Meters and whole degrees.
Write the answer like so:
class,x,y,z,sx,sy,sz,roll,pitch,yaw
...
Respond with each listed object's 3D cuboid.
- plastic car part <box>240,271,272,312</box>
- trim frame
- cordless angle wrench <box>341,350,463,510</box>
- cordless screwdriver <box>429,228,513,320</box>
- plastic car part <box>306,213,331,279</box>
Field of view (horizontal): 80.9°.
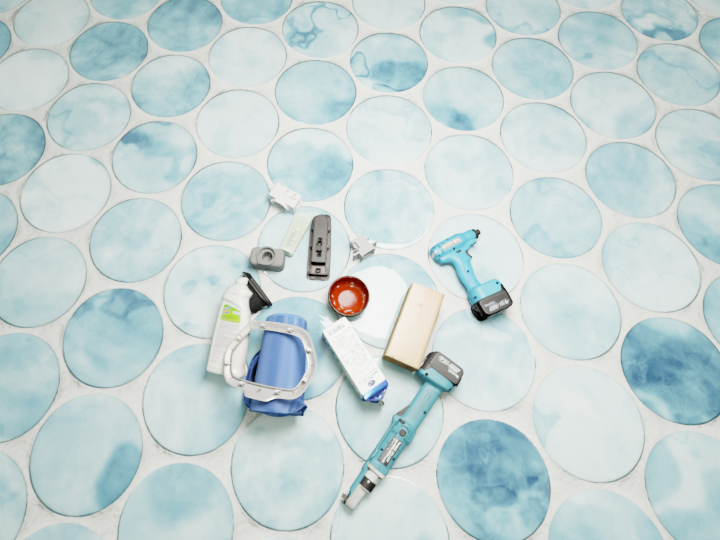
class,x,y,z,sx,sy,sz,roll,pitch,yaw
plastic car part,-0.305,0.069,1.165,0.071,0.064,0.119,-37,78,2
trim frame,-0.219,0.212,1.002,0.257,0.026,0.186,6,67,21
cordless angle wrench,0.098,0.392,1.034,0.100,0.073,0.422,36,76,11
cordless screwdriver,0.325,0.003,1.176,0.157,0.072,0.258,-27,68,-10
plastic car part,-0.119,-0.078,1.216,0.067,0.065,0.207,0,67,5
